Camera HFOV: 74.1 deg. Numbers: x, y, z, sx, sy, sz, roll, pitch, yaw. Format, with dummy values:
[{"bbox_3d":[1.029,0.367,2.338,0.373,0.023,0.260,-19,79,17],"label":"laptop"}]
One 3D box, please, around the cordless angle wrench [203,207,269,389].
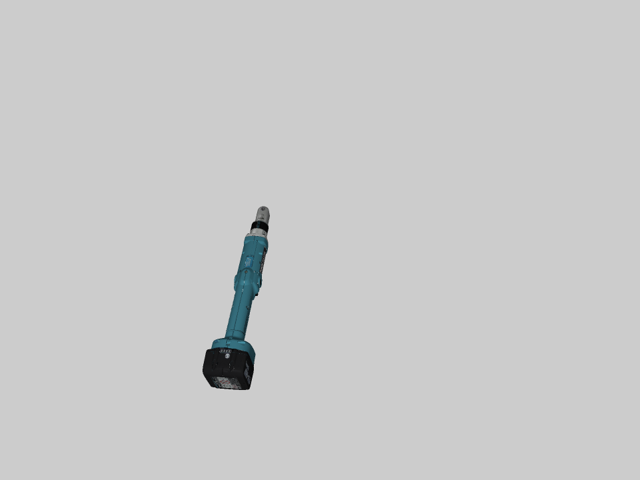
[{"bbox_3d":[-0.150,0.089,0.882,0.074,0.421,0.098,2,-38,4],"label":"cordless angle wrench"}]
